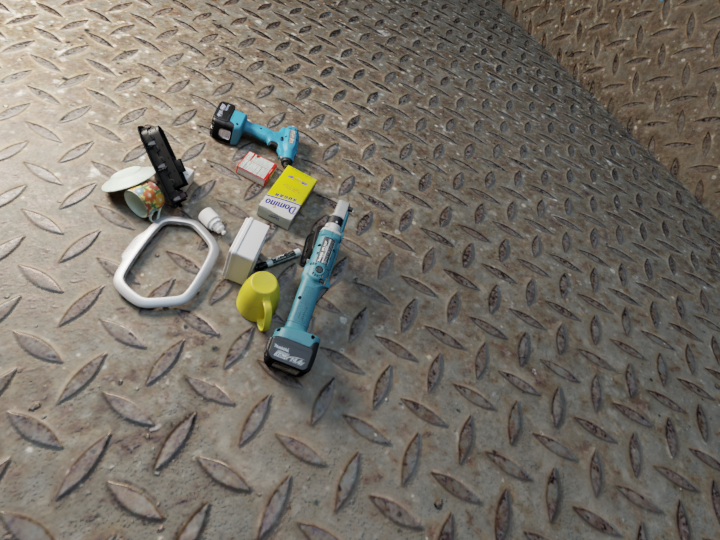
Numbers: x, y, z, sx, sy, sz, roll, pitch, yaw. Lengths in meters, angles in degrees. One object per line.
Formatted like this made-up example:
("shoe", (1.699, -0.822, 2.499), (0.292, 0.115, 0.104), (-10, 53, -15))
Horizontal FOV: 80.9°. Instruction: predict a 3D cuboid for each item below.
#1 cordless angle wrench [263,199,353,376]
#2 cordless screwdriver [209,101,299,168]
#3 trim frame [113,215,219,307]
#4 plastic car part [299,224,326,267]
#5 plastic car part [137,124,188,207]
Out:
("cordless angle wrench", (-0.094, 0.011, 0.920), (0.097, 0.074, 0.428), (21, 60, -7))
("cordless screwdriver", (-0.297, -0.374, 1.192), (0.242, 0.074, 0.164), (14, 51, -15))
("trim frame", (-0.414, -0.023, 0.911), (0.182, 0.027, 0.252), (20, 52, -5))
("plastic car part", (-0.100, -0.066, 1.027), (0.064, 0.071, 0.119), (16, 54, -13))
("plastic car part", (-0.447, -0.247, 0.971), (0.068, 0.066, 0.200), (-26, 98, 8))
